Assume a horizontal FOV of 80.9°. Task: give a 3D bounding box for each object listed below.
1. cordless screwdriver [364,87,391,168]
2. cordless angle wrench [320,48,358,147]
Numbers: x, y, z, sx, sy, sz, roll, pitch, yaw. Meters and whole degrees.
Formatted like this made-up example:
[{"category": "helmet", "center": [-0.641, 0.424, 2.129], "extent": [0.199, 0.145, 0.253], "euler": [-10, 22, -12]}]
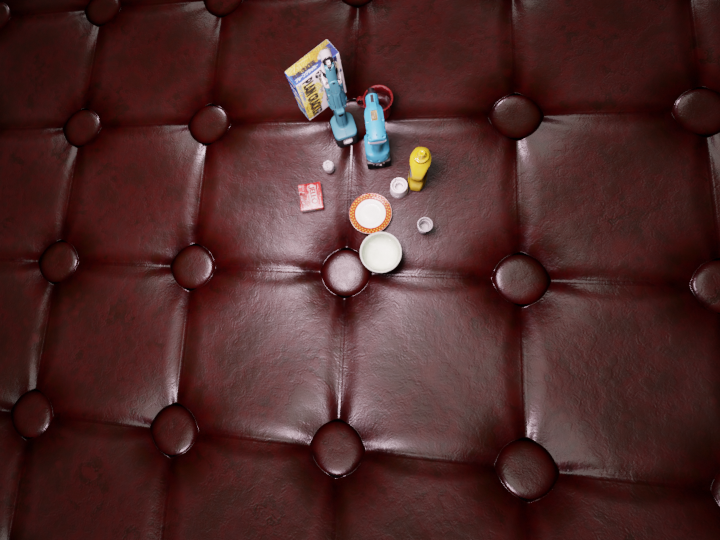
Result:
[{"category": "cordless screwdriver", "center": [0.044, -0.402, 1.228], "extent": [0.075, 0.243, 0.161], "euler": [-7, 81, 4]}, {"category": "cordless angle wrench", "center": [-0.065, -0.473, 1.172], "extent": [0.075, 0.414, 0.099], "euler": [-17, 81, 2]}]
